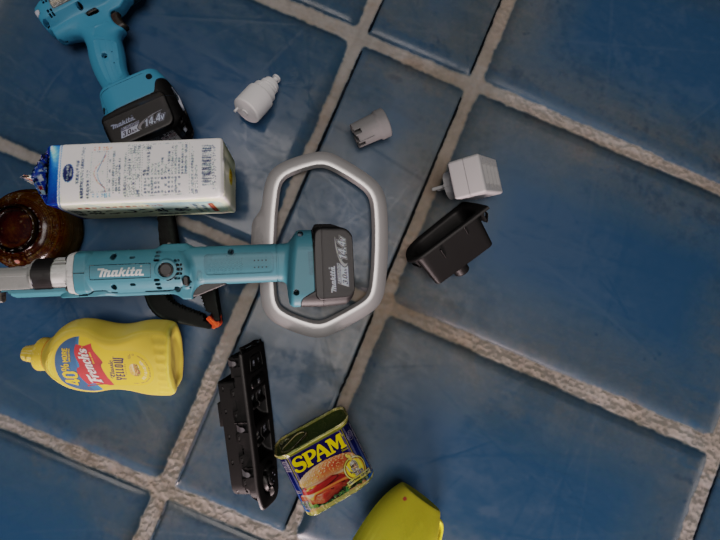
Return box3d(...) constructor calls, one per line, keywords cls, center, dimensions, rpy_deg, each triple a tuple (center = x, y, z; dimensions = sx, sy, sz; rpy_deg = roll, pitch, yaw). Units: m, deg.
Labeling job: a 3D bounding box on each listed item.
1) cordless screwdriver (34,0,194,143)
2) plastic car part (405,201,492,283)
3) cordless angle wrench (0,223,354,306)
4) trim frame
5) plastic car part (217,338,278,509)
box3d(cls="cordless screwdriver", center=(-0.296, -0.277, 0.551), dimensions=(0.159, 0.074, 0.251), rpy_deg=(-30, 84, -3))
box3d(cls="plastic car part", center=(0.122, -0.029, 0.556), dimensions=(0.116, 0.068, 0.069), rpy_deg=(-41, 106, 0))
box3d(cls="cordless angle wrench", center=(-0.222, 0.001, 0.503), dimensions=(0.420, 0.075, 0.098), rpy_deg=(-2, 89, -4))
box3d(cls="trim frame", center=(-0.055, -0.036, 0.566), dimensions=(0.183, 0.027, 0.249), rpy_deg=(1, 89, -2))
box3d(cls="plastic car part", center=(-0.144, 0.197, 0.533), dimensions=(0.068, 0.065, 0.204), rpy_deg=(-12, 88, 6))
